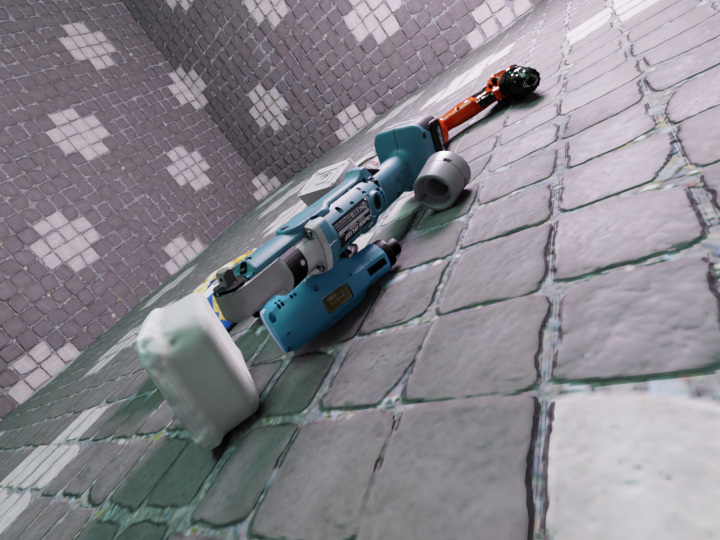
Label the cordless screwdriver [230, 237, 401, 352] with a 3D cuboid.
[{"bbox_3d":[-0.070,0.007,0.512,0.157,0.072,0.259,-36,20,-19],"label":"cordless screwdriver"}]

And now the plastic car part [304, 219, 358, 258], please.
[{"bbox_3d":[-0.059,-0.038,0.602,0.065,0.069,0.120,-46,16,-26],"label":"plastic car part"}]

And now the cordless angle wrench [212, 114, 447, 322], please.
[{"bbox_3d":[-0.004,-0.073,0.460,0.077,0.095,0.417,-5,27,33],"label":"cordless angle wrench"}]

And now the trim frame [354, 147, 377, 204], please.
[{"bbox_3d":[-0.014,-0.168,0.837,0.191,0.026,0.250,-16,36,38],"label":"trim frame"}]

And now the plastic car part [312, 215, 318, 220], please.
[{"bbox_3d":[-0.072,-0.066,0.717,0.210,0.065,0.066,-18,32,53],"label":"plastic car part"}]
